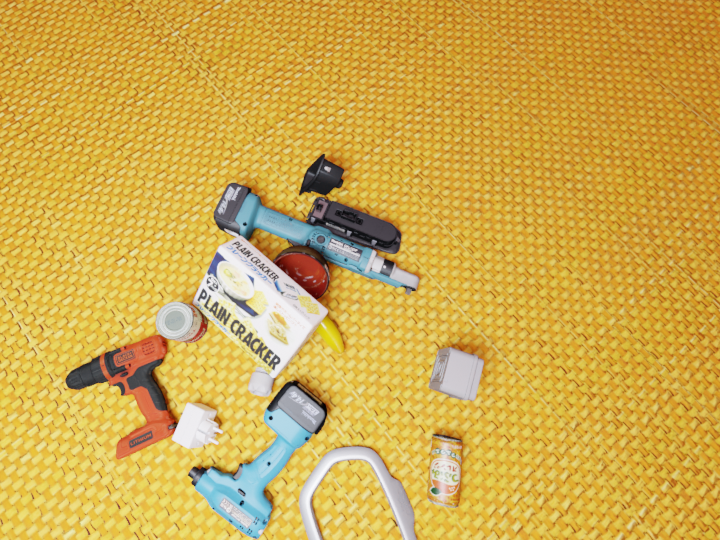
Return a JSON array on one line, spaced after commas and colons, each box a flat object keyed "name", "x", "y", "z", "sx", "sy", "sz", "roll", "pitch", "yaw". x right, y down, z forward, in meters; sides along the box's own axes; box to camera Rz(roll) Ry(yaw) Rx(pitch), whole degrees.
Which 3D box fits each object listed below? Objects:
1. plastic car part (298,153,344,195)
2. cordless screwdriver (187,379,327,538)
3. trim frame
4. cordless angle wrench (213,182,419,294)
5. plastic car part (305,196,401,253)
[{"name": "plastic car part", "x": -0.073, "y": -0.188, "z": 0.868, "sx": 0.068, "sy": 0.120, "sz": 0.066, "roll": 21, "pitch": 75, "yaw": -23}, {"name": "cordless screwdriver", "x": -0.176, "y": 0.309, "z": 0.741, "sx": 0.162, "sy": 0.073, "sz": 0.249, "roll": 32, "pitch": 80, "yaw": 8}, {"name": "trim frame", "x": 0.001, "y": 0.435, "z": 0.728, "sx": 0.183, "sy": 0.027, "sz": 0.255, "roll": -24, "pitch": 74, "yaw": -6}, {"name": "cordless angle wrench", "x": -0.083, "y": -0.054, "z": 0.846, "sx": 0.426, "sy": 0.073, "sz": 0.098, "roll": 22, "pitch": 76, "yaw": 4}, {"name": "plastic car part", "x": -0.007, "y": -0.098, "z": 0.863, "sx": 0.204, "sy": 0.066, "sz": 0.067, "roll": 23, "pitch": 69, "yaw": 3}]
